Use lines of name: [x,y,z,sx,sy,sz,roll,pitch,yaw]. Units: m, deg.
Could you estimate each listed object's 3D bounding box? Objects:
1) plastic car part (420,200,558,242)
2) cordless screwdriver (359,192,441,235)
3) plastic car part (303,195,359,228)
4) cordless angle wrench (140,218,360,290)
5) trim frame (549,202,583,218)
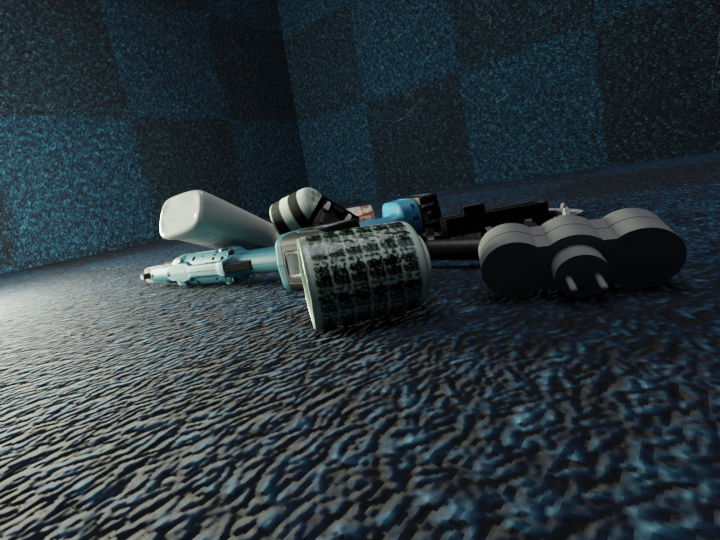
plastic car part: [0.182,-0.064,0.605,0.205,0.067,0.066,-6,2,5]
cordless screwdriver: [0.019,-0.083,0.803,0.243,0.073,0.166,-19,13,-22]
plastic car part: [-0.061,-0.040,0.628,0.065,0.116,0.072,31,23,-8]
cordless angle wrench: [-0.191,-0.008,0.624,0.441,0.074,0.095,-5,10,35]
trim frame: [0.264,-0.091,0.747,0.241,0.027,0.192,-18,13,-28]
